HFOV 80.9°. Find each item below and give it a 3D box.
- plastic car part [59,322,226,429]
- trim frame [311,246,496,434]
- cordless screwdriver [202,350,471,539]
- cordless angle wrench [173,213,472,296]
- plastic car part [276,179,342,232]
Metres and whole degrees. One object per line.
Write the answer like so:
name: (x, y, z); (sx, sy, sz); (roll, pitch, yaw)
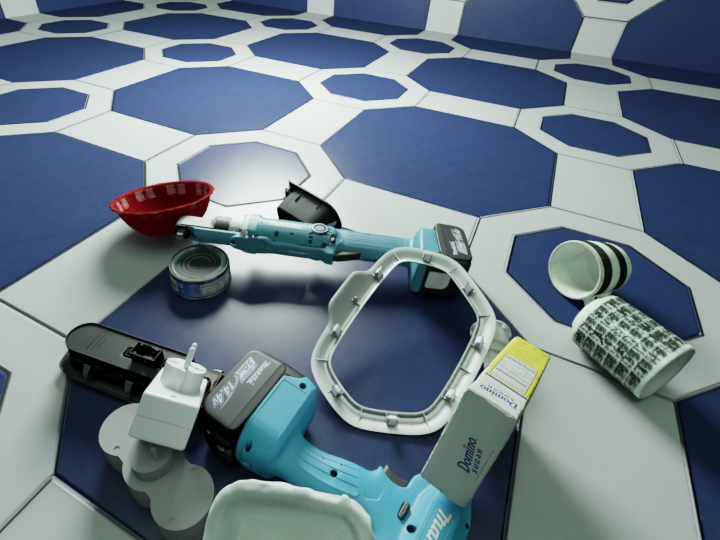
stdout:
plastic car part: (-0.247, 0.106, 0.466); (0.208, 0.065, 0.067); (12, 47, 14)
trim frame: (0.052, 0.071, 0.503); (0.191, 0.027, 0.247); (30, 65, 19)
cordless screwdriver: (-0.019, 0.168, 0.399); (0.259, 0.072, 0.156); (29, 45, 22)
cordless angle wrench: (-0.061, -0.040, 0.623); (0.423, 0.072, 0.100); (8, 40, 0)
plastic car part: (-0.097, -0.091, 0.717); (0.122, 0.063, 0.070); (34, 62, 27)
